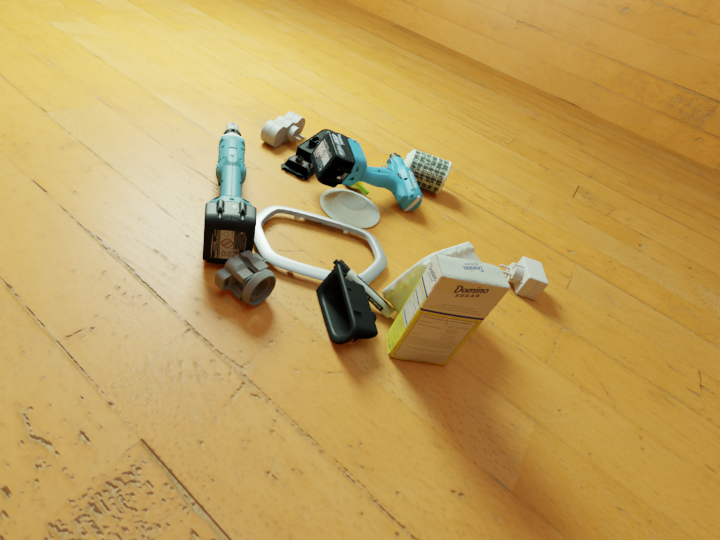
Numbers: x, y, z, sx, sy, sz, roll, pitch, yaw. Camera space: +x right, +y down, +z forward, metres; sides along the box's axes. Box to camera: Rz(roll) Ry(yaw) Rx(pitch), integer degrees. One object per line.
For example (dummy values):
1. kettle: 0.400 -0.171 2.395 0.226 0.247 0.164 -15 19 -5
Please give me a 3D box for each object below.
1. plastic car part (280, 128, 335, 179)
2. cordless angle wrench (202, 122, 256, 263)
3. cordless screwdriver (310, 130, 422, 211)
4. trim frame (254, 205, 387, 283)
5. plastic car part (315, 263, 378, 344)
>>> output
1. plastic car part: -0.105 -0.277 0.966 0.068 0.066 0.202 22 36 10
2. cordless angle wrench: -0.237 -0.178 0.773 0.072 0.096 0.441 3 39 -18
3. cordless screwdriver: 0.016 -0.223 0.896 0.237 0.075 0.165 13 48 -33
4. trim frame: -0.072 -0.047 0.736 0.246 0.027 0.189 13 40 -6
5. plastic car part: -0.012 0.059 0.617 0.067 0.066 0.122 12 40 -35
